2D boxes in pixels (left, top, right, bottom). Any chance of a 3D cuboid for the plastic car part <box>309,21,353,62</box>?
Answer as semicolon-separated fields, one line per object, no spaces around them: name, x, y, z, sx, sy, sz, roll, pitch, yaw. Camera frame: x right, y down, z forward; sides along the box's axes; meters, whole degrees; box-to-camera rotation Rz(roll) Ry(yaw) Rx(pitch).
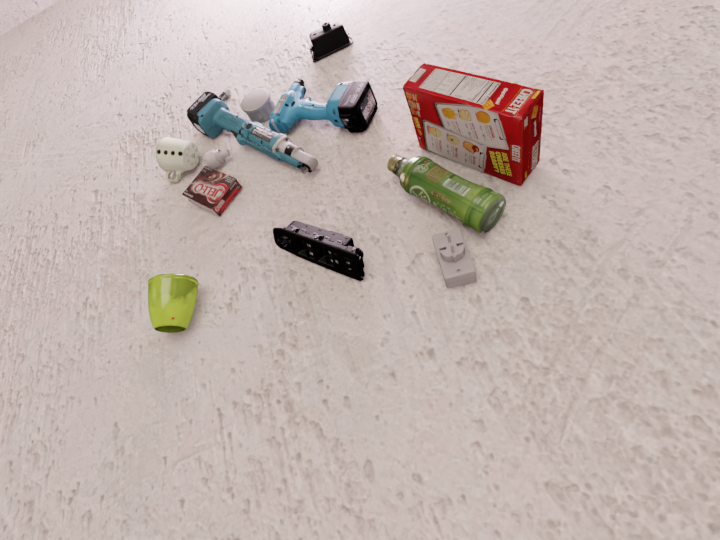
plastic car part;-0.086;-0.608;1.102;0.118;0.067;0.068;-21;57;12

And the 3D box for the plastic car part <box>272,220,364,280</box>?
plastic car part;-0.076;-0.049;0.773;0.213;0.063;0.067;16;58;29

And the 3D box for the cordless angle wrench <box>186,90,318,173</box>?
cordless angle wrench;-0.257;-0.323;1.006;0.446;0.071;0.098;32;76;31

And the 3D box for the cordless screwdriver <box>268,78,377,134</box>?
cordless screwdriver;-0.084;-0.389;0.972;0.260;0.070;0.160;8;64;30
